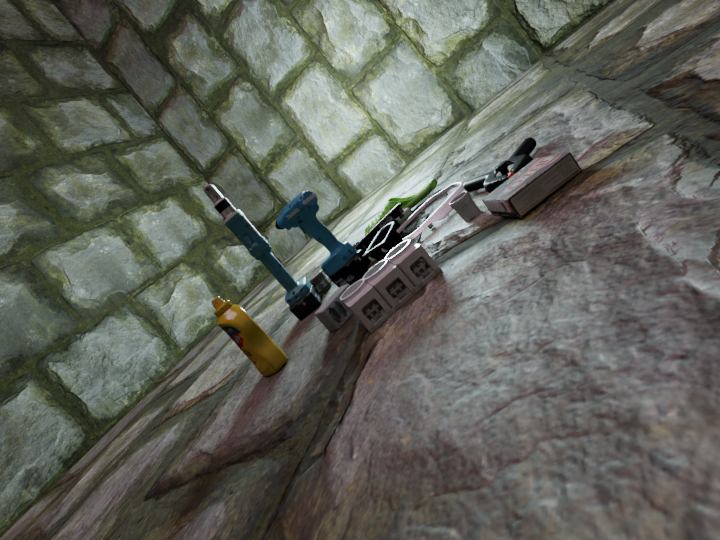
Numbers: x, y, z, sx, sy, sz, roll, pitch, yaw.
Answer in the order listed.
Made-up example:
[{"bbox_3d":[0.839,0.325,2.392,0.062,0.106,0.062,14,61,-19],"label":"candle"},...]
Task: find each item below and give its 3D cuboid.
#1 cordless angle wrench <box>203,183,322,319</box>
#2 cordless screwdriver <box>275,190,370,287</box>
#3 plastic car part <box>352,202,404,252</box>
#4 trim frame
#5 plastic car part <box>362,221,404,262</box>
[{"bbox_3d":[-0.263,-0.059,1.101,0.075,0.419,0.098,-40,5,6],"label":"cordless angle wrench"},{"bbox_3d":[-0.103,-0.067,1.050,0.163,0.246,0.073,-33,9,47],"label":"cordless screwdriver"},{"bbox_3d":[0.045,-0.093,1.129,0.203,0.066,0.067,-40,8,1],"label":"plastic car part"},{"bbox_3d":[0.159,-0.130,0.999,0.246,0.027,0.188,-43,11,-17],"label":"trim frame"},{"bbox_3d":[0.063,-0.048,0.883,0.067,0.070,0.116,-35,11,36],"label":"plastic car part"}]
